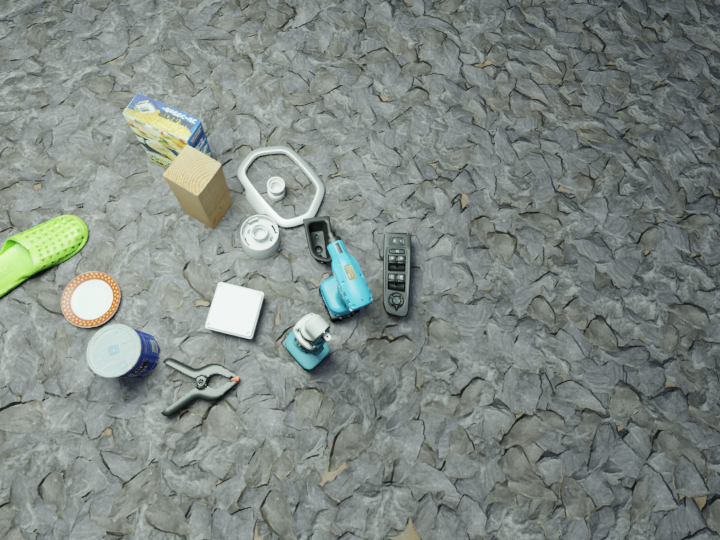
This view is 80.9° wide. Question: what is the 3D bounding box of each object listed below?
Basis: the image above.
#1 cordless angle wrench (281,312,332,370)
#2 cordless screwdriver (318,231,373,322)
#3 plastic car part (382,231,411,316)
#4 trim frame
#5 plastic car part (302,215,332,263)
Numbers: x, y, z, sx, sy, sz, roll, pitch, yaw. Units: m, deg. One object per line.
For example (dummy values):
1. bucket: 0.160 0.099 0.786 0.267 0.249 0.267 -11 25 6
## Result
1. cordless angle wrench: -0.096 0.126 0.785 0.074 0.420 0.099 -41 85 -17
2. cordless screwdriver: -0.045 0.023 0.913 0.073 0.247 0.163 -20 78 -14
3. plastic car part: 0.083 0.012 1.021 0.066 0.066 0.206 4 72 -6
4. trim frame: -0.207 -0.222 1.094 0.182 0.027 0.254 -39 79 -15
5. plastic car part: -0.101 -0.066 1.030 0.065 0.070 0.119 -8 74 -9
